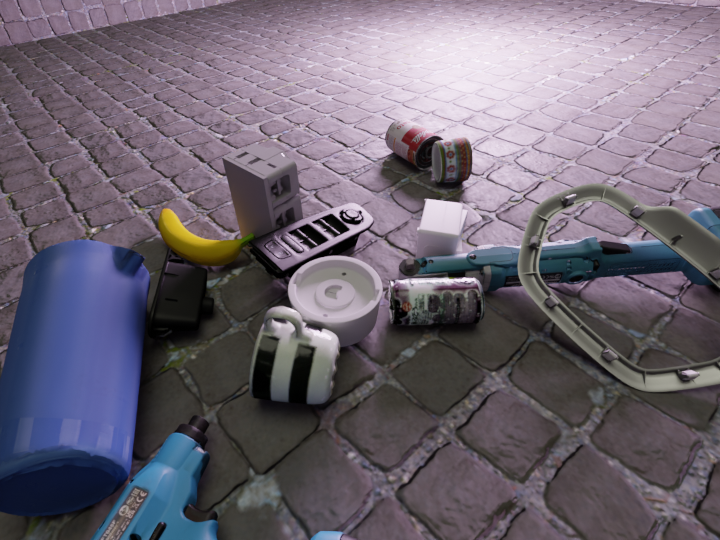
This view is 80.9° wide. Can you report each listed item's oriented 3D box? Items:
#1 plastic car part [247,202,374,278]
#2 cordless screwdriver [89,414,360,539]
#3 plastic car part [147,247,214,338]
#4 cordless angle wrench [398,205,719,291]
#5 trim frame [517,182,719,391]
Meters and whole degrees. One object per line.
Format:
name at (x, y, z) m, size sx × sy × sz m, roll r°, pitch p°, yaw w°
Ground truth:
plastic car part at (-0.057, -0.037, 0.583) m, size 0.070 × 0.065 × 0.198 m, roll 32°, pitch 46°, yaw 28°
cordless screwdriver at (-0.078, 0.208, 0.312) m, size 0.257 × 0.071 × 0.160 m, roll 8°, pitch 42°, yaw 18°
plastic car part at (-0.221, 0.037, 0.532) m, size 0.069 × 0.065 × 0.121 m, roll 3°, pitch 43°, yaw -16°
cordless angle wrench at (0.261, -0.012, 0.527) m, size 0.427 × 0.094 × 0.077 m, roll -5°, pitch 54°, yaw 6°
trim frame at (0.294, 0.010, 0.457) m, size 0.184 × 0.026 × 0.258 m, roll -40°, pitch 68°, yaw -3°
